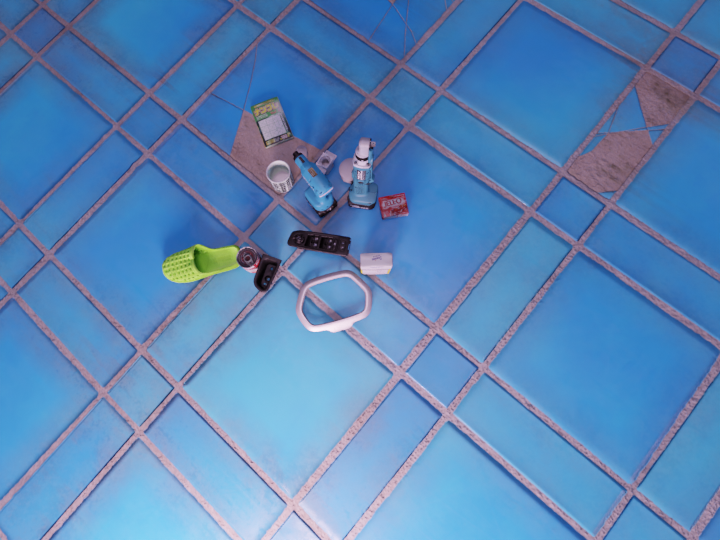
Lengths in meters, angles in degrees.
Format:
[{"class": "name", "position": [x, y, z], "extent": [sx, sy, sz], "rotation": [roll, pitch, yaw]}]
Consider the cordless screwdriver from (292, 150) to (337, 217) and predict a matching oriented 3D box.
[{"class": "cordless screwdriver", "position": [-0.145, -0.268, 1.321], "extent": [0.074, 0.244, 0.163], "rotation": [-37, 81, -6]}]

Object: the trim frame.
[{"class": "trim frame", "position": [-0.085, 0.100, 1.342], "extent": [0.249, 0.027, 0.188], "rotation": [-17, 76, 1]}]

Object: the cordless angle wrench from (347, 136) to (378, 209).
[{"class": "cordless angle wrench", "position": [0.007, -0.278, 1.222], "extent": [0.099, 0.416, 0.075], "rotation": [10, 80, 2]}]

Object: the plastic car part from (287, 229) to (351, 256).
[{"class": "plastic car part", "position": [-0.134, -0.088, 1.370], "extent": [0.206, 0.065, 0.067], "rotation": [10, 79, 7]}]

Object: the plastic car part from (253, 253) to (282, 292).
[{"class": "plastic car part", "position": [-0.299, 0.015, 1.359], "extent": [0.067, 0.070, 0.117], "rotation": [19, 80, 6]}]
